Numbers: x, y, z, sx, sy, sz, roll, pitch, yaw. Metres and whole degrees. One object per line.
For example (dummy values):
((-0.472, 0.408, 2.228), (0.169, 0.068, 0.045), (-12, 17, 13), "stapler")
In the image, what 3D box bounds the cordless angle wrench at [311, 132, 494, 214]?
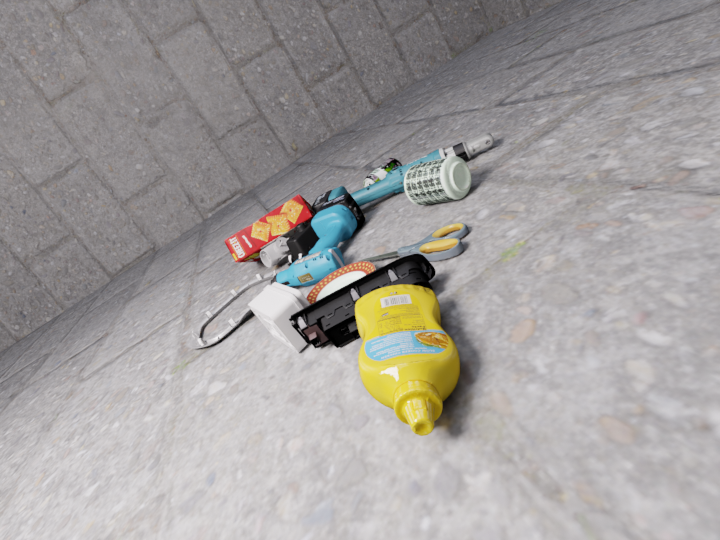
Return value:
((0.089, -0.208, 0.965), (0.433, 0.072, 0.099), (-20, 24, 22), "cordless angle wrench")

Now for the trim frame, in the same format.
((-0.261, 0.074, 0.892), (0.193, 0.027, 0.245), (0, 37, 51), "trim frame")

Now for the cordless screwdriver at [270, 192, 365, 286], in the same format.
((-0.086, -0.056, 0.874), (0.164, 0.071, 0.251), (-20, 29, 28), "cordless screwdriver")

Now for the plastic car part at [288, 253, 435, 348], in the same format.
((0.009, 0.046, 0.553), (0.203, 0.063, 0.070), (-31, 30, 4), "plastic car part")

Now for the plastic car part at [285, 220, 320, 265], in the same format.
((-0.125, -0.072, 0.958), (0.069, 0.068, 0.116), (-8, 35, 43), "plastic car part")
